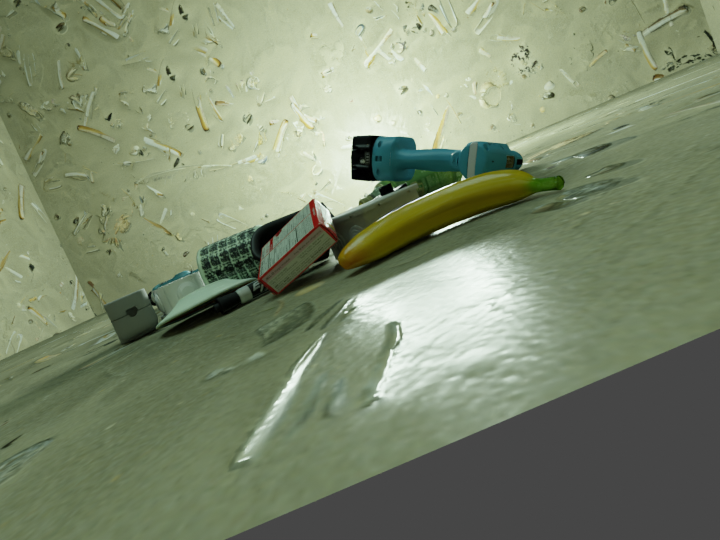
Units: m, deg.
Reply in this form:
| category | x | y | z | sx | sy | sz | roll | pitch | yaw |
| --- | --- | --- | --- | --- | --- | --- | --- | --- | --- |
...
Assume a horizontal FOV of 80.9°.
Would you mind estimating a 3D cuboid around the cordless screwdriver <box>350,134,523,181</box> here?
| category | x | y | z | sx | sy | sz | roll | pitch | yaw |
| --- | --- | --- | --- | --- | --- | --- | --- | --- | --- |
| cordless screwdriver | 0.116 | -0.176 | 0.671 | 0.262 | 0.073 | 0.153 | 14 | 19 | 39 |

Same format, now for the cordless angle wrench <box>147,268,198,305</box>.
| category | x | y | z | sx | sy | sz | roll | pitch | yaw |
| --- | --- | --- | --- | --- | --- | --- | --- | --- | --- |
| cordless angle wrench | -0.381 | 0.028 | 0.925 | 0.438 | 0.074 | 0.095 | -18 | 9 | 40 |

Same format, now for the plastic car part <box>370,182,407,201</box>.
| category | x | y | z | sx | sy | sz | roll | pitch | yaw |
| --- | --- | --- | --- | --- | --- | --- | --- | --- | --- |
| plastic car part | 0.052 | -0.104 | 0.665 | 0.067 | 0.067 | 0.200 | -28 | 4 | 20 |

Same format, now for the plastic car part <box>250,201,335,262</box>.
| category | x | y | z | sx | sy | sz | roll | pitch | yaw |
| --- | --- | --- | --- | --- | --- | --- | --- | --- | --- |
| plastic car part | -0.084 | -0.028 | 0.542 | 0.114 | 0.069 | 0.068 | -24 | -36 | -18 |
